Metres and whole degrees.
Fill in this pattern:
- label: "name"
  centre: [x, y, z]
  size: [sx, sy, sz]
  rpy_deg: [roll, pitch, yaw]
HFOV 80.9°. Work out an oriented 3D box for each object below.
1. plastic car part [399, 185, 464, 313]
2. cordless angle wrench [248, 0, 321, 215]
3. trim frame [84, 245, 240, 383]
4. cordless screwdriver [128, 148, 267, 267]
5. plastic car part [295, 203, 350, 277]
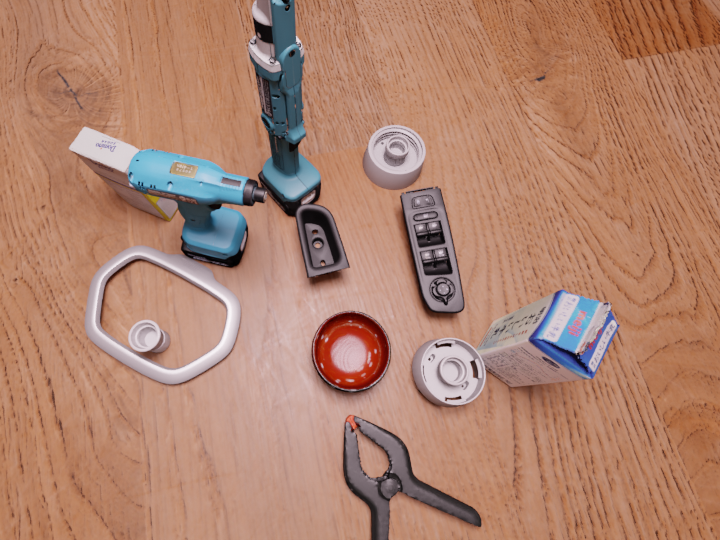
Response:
- label: "plastic car part"
  centre: [0.110, -0.028, 0.671]
  size: [0.066, 0.066, 0.208]
  rpy_deg: [-8, 70, -6]
- label: "cordless angle wrench"
  centre: [-0.099, -0.202, 0.546]
  size: [0.074, 0.417, 0.100]
  rpy_deg: [-39, 80, -16]
- label: "trim frame"
  centre: [-0.305, 0.061, 0.652]
  size: [0.253, 0.027, 0.184]
  rpy_deg: [25, 71, 8]
- label: "cordless screwdriver"
  centre: [-0.198, -0.074, 0.588]
  size: [0.160, 0.245, 0.075]
  rpy_deg: [13, 72, -1]
- label: "plastic car part"
  centre: [-0.066, -0.043, 0.672]
  size: [0.065, 0.070, 0.120]
  rpy_deg: [-14, 72, -8]
